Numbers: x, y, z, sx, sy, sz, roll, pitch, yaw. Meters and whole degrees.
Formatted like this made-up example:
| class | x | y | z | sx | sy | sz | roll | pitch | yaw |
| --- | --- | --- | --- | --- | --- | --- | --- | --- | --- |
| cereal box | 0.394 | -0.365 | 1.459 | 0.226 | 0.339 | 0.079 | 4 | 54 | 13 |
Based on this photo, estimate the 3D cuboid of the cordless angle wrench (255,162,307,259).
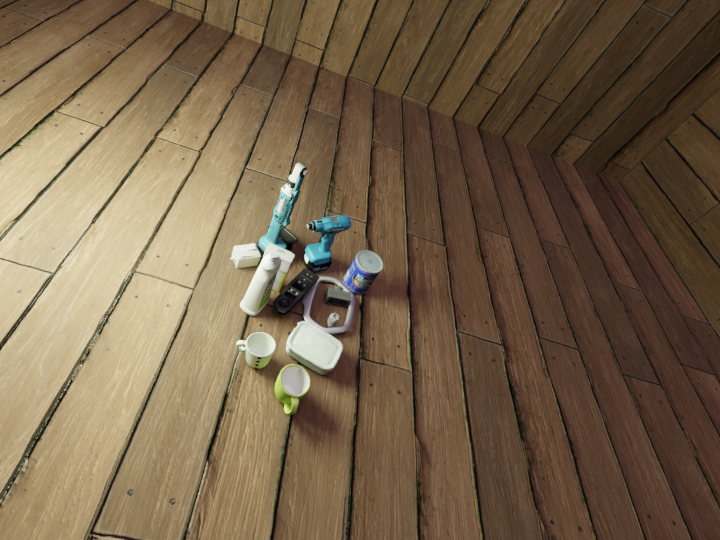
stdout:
| class | x | y | z | sx | sy | sz | roll | pitch | yaw |
| --- | --- | --- | --- | --- | --- | --- | --- | --- | --- |
| cordless angle wrench | -0.256 | -0.185 | 1.389 | 0.100 | 0.421 | 0.073 | 44 | 46 | 12 |

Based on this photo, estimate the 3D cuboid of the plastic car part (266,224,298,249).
| class | x | y | z | sx | sy | sz | roll | pitch | yaw |
| --- | --- | --- | --- | --- | --- | --- | --- | --- | --- |
| plastic car part | -0.292 | -0.116 | 1.559 | 0.120 | 0.070 | 0.064 | 41 | 46 | 13 |

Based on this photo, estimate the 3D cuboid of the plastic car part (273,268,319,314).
| class | x | y | z | sx | sy | sz | roll | pitch | yaw |
| --- | --- | --- | --- | --- | --- | --- | --- | --- | --- |
| plastic car part | -0.223 | 0.077 | 1.417 | 0.067 | 0.067 | 0.201 | 35 | 45 | 6 |

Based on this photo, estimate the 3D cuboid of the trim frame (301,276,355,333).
| class | x | y | z | sx | sy | sz | roll | pitch | yaw |
| --- | --- | --- | --- | --- | --- | --- | --- | --- | --- |
| trim frame | -0.110 | 0.117 | 1.458 | 0.182 | 0.027 | 0.253 | 20 | 45 | -7 |

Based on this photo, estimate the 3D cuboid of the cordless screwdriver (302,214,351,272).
| class | x | y | z | sx | sy | sz | roll | pitch | yaw |
| --- | --- | --- | --- | --- | --- | --- | --- | --- | --- |
| cordless screwdriver | -0.145 | -0.095 | 1.480 | 0.153 | 0.247 | 0.078 | -8 | 57 | -32 |
